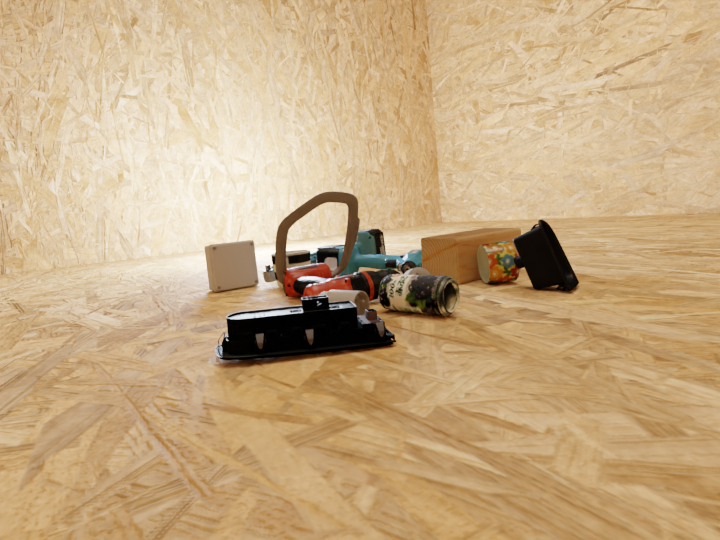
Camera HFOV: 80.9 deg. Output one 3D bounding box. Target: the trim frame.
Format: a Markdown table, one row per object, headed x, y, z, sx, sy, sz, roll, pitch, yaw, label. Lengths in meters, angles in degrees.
| x | y | z | sx | sy | sz | roll | pitch | yaw | label |
| --- | --- | --- | --- | --- | --- | --- | --- | --- | --- |
| -0.080 | -0.052 | 0.820 | 0.179 | 0.242 | 0.029 | -15 | 48 | -22 | trim frame |

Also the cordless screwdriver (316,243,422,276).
| x | y | z | sx | sy | sz | roll | pitch | yaw | label |
| --- | --- | --- | --- | --- | --- | --- | --- | --- | --- |
| 0.019 | -0.016 | 0.962 | 0.257 | 0.074 | 0.156 | 1 | 9 | 18 | cordless screwdriver |

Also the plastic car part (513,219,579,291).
| x | y | z | sx | sy | sz | roll | pitch | yaw | label |
| --- | --- | --- | --- | --- | --- | --- | --- | --- | --- |
| 0.291 | -0.017 | 0.688 | 0.072 | 0.118 | 0.063 | -31 | -12 | 36 | plastic car part |

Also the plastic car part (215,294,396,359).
| x | y | z | sx | sy | sz | roll | pitch | yaw | label |
| --- | --- | --- | --- | --- | --- | --- | --- | --- | --- |
| -0.067 | 0.065 | 0.482 | 0.201 | 0.066 | 0.068 | -9 | 13 | -7 | plastic car part |

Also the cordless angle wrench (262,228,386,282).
| x | y | z | sx | sy | sz | roll | pitch | yaw | label |
| --- | --- | --- | --- | --- | --- | --- | --- | --- | --- |
| -0.087 | -0.031 | 1.114 | 0.078 | 0.097 | 0.407 | 0 | 13 | 42 | cordless angle wrench |
